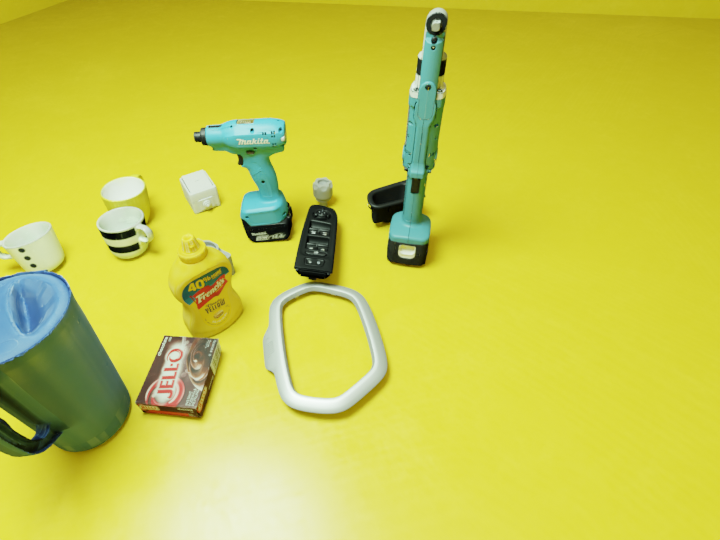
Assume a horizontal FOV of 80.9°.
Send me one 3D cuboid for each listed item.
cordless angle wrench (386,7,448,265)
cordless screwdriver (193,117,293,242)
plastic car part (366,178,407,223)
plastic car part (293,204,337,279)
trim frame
[{"bbox_3d":[0.095,-0.184,0.676,0.076,0.409,0.099,9,45,8],"label":"cordless angle wrench"},{"bbox_3d":[-0.210,-0.167,0.798,0.159,0.240,0.077,-1,45,-1],"label":"cordless screwdriver"},{"bbox_3d":[0.063,-0.132,0.867,0.114,0.068,0.069,-20,48,-17],"label":"plastic car part"},{"bbox_3d":[-0.078,-0.051,0.798,0.067,0.065,0.208,1,45,2],"label":"plastic car part"},{"bbox_3d":[-0.062,0.108,0.664,0.182,0.026,0.260,-11,45,-8],"label":"trim frame"}]
